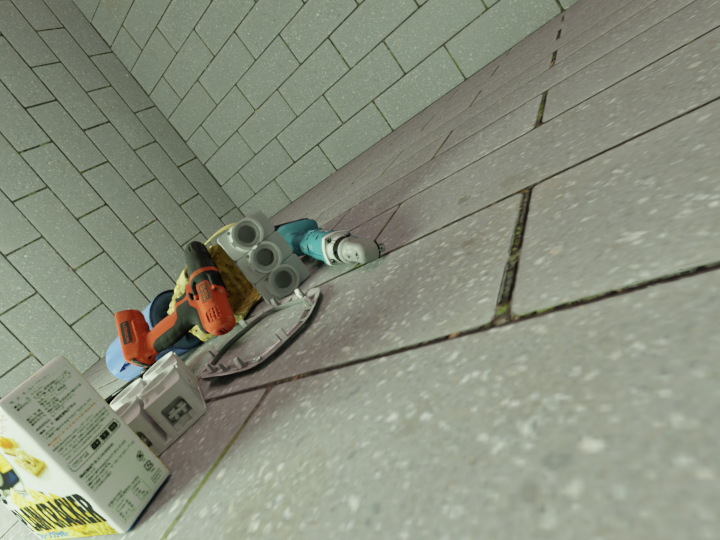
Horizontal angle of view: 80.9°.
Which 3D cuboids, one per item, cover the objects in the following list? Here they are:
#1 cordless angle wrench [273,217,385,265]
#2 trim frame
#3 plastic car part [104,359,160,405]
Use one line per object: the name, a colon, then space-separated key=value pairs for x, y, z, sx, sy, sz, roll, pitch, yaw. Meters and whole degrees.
cordless angle wrench: x=-0.073 y=-0.048 z=0.743 sx=0.096 sy=0.073 sz=0.439 roll=-17 pitch=13 yaw=-20
trim frame: x=-0.151 y=0.091 z=0.610 sx=0.257 sy=0.027 sz=0.183 roll=-18 pitch=26 yaw=47
plastic car part: x=-0.370 y=0.207 z=0.680 sx=0.067 sy=0.066 sz=0.203 roll=-40 pitch=9 yaw=22
